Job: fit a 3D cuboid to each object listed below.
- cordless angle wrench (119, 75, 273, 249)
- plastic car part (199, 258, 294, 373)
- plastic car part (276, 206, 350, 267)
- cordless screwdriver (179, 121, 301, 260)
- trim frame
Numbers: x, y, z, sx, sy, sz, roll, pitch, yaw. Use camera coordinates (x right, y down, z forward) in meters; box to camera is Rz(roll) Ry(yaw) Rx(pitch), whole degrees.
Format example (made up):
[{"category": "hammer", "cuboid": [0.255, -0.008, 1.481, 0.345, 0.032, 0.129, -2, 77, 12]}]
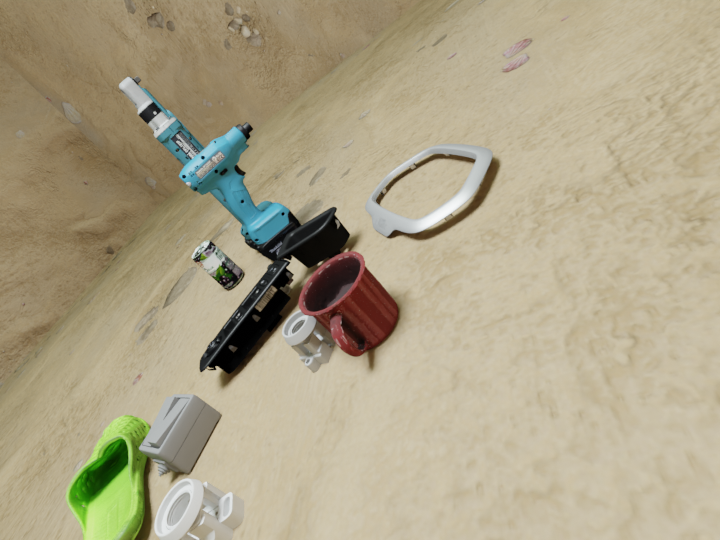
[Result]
[{"category": "cordless angle wrench", "cuboid": [-0.313, -0.207, 0.856, 0.097, 0.405, 0.078, -50, 26, -17]}, {"category": "plastic car part", "cuboid": [-0.167, 0.075, 0.646, 0.202, 0.064, 0.069, -50, 28, -14]}, {"category": "plastic car part", "cuboid": [-0.066, -0.043, 0.680, 0.119, 0.068, 0.067, -25, 31, 30]}, {"category": "cordless screwdriver", "cuboid": [-0.201, -0.147, 0.810, 0.159, 0.238, 0.078, -45, 25, -6]}, {"category": "trim frame", "cuboid": [0.091, -0.125, 0.639, 0.184, 0.026, 0.260, -43, 28, -2]}]
